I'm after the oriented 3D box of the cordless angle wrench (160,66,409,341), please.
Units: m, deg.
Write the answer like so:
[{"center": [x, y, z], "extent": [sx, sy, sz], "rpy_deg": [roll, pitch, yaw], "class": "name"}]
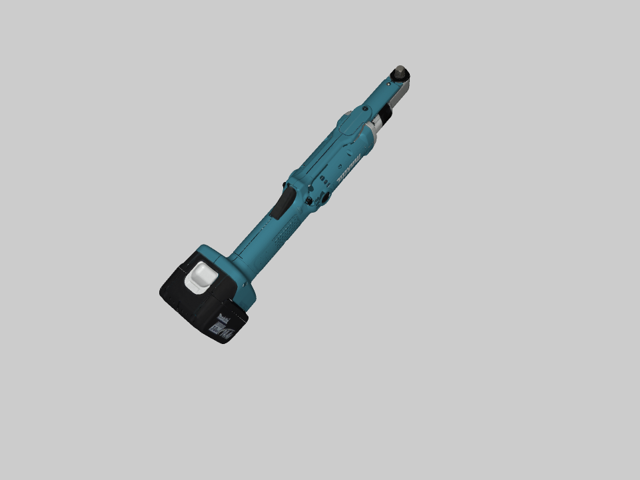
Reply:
[{"center": [-0.015, -0.066, 0.530], "extent": [0.074, 0.422, 0.098], "rpy_deg": [34, -15, 21], "class": "cordless angle wrench"}]
